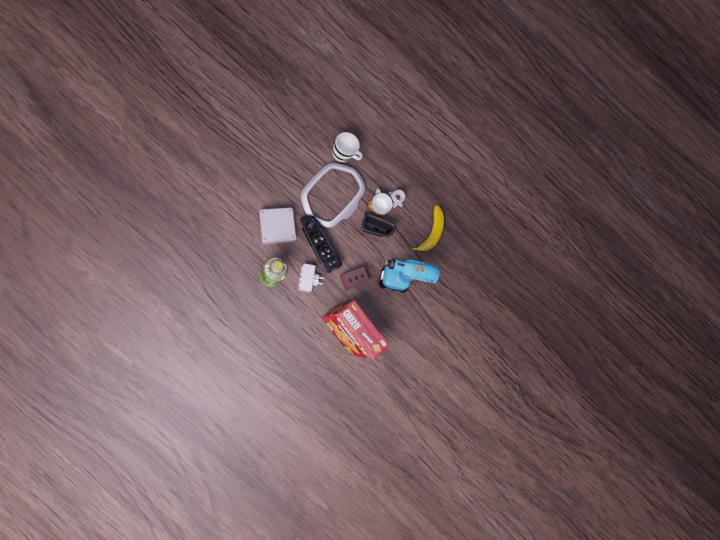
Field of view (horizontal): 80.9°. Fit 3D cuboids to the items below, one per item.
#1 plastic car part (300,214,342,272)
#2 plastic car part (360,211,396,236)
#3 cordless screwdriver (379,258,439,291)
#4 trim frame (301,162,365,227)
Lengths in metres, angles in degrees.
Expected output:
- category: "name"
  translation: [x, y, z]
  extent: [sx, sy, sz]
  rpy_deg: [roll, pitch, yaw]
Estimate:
- category: "plastic car part"
  translation: [-0.135, -0.089, 1.384]
  extent: [0.065, 0.067, 0.205]
  rpy_deg: [-26, 85, -18]
- category: "plastic car part"
  translation: [0.053, -0.143, 1.434]
  extent: [0.115, 0.071, 0.066]
  rpy_deg: [20, 76, -9]
- category: "cordless screwdriver"
  translation: [0.119, 0.010, 1.321]
  extent: [0.156, 0.252, 0.075]
  rpy_deg: [14, 78, -13]
- category: "trim frame"
  translation: [-0.093, -0.260, 1.451]
  extent: [0.184, 0.028, 0.247]
  rpy_deg: [40, 73, -1]
